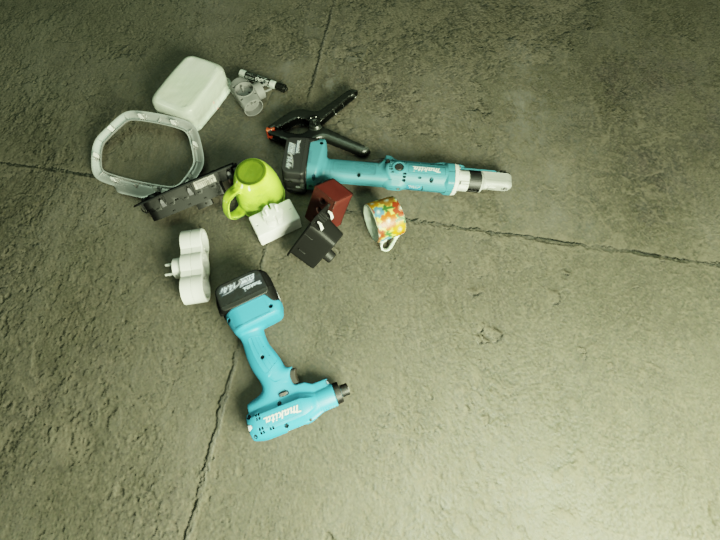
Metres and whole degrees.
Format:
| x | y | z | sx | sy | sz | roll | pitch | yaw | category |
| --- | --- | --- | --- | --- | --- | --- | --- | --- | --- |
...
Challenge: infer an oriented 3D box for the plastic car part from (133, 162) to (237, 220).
| x | y | z | sx | sy | sz | roll | pitch | yaw | category |
| --- | --- | --- | --- | --- | --- | --- | --- | --- | --- |
| -0.324 | -0.146 | 0.805 | 0.202 | 0.065 | 0.069 | -20 | 26 | -4 | plastic car part |

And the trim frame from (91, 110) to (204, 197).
| x | y | z | sx | sy | sz | roll | pitch | yaw | category |
| --- | --- | --- | --- | --- | --- | --- | --- | --- | --- |
| -0.435 | -0.236 | 0.858 | 0.252 | 0.027 | 0.185 | 14 | 81 | 7 | trim frame |

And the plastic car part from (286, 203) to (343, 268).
| x | y | z | sx | sy | sz | roll | pitch | yaw | category |
| --- | --- | --- | --- | --- | --- | --- | --- | --- | --- |
| -0.071 | -0.047 | 0.731 | 0.071 | 0.117 | 0.065 | 40 | 46 | -1 | plastic car part |

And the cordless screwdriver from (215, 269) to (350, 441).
| x | y | z | sx | sy | sz | roll | pitch | yaw | category |
| --- | --- | --- | --- | --- | --- | --- | --- | --- | --- |
| -0.130 | 0.120 | 0.673 | 0.158 | 0.073 | 0.256 | -21 | 71 | -6 | cordless screwdriver |

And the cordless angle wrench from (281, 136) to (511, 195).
| x | y | z | sx | sy | sz | roll | pitch | yaw | category |
| --- | --- | --- | --- | --- | --- | --- | --- | --- | --- |
| 0.067 | -0.182 | 0.795 | 0.426 | 0.072 | 0.100 | 6 | 68 | 4 | cordless angle wrench |
